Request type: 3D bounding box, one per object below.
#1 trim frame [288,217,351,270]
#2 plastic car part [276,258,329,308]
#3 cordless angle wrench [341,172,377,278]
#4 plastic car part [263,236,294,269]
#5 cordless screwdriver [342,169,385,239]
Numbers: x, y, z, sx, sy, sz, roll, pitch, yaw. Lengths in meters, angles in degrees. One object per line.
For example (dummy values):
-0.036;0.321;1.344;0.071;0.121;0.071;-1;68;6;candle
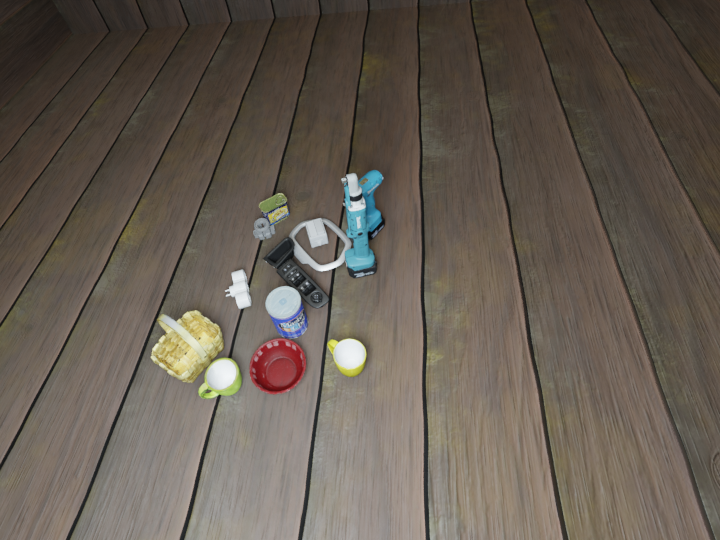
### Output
-0.144;-0.094;1.469;0.182;0.026;0.262;-35;57;-16;trim frame
-0.180;0.054;1.345;0.065;0.064;0.213;-39;58;-19;plastic car part
-0.009;-0.125;1.233;0.098;0.407;0.077;-11;55;-3;cordless angle wrench
-0.261;-0.048;1.429;0.069;0.068;0.115;31;64;25;plastic car part
0.009;-0.196;1.385;0.078;0.239;0.158;35;65;25;cordless screwdriver
